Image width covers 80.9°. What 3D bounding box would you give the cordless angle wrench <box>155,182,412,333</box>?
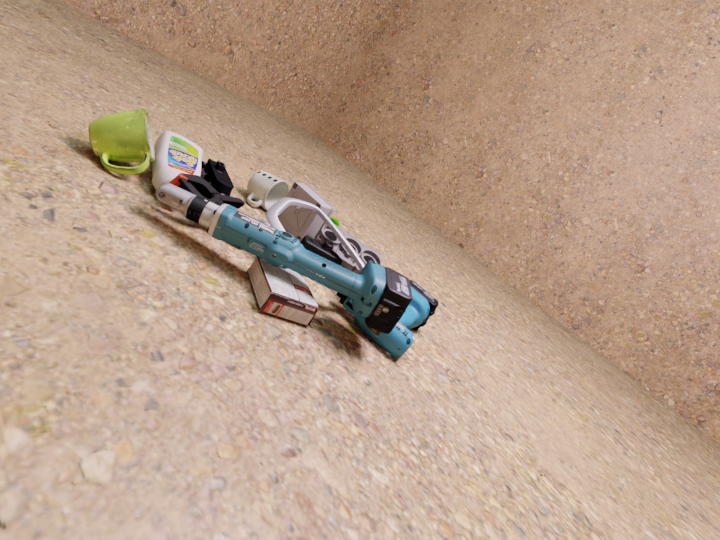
[{"bbox_3d":[-0.125,-0.034,0.666,0.420,0.074,0.099,26,22,-4],"label":"cordless angle wrench"}]

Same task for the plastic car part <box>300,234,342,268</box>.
[{"bbox_3d":[-0.087,-0.030,0.856,0.114,0.071,0.067,28,19,-12],"label":"plastic car part"}]

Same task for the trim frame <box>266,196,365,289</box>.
[{"bbox_3d":[-0.078,-0.051,0.801,0.176,0.027,0.259,-11,54,-48],"label":"trim frame"}]

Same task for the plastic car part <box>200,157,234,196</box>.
[{"bbox_3d":[-0.315,-0.198,0.928,0.063,0.067,0.214,31,17,-39],"label":"plastic car part"}]

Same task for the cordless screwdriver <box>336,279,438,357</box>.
[{"bbox_3d":[0.058,0.072,0.842,0.164,0.074,0.241,38,21,14],"label":"cordless screwdriver"}]
